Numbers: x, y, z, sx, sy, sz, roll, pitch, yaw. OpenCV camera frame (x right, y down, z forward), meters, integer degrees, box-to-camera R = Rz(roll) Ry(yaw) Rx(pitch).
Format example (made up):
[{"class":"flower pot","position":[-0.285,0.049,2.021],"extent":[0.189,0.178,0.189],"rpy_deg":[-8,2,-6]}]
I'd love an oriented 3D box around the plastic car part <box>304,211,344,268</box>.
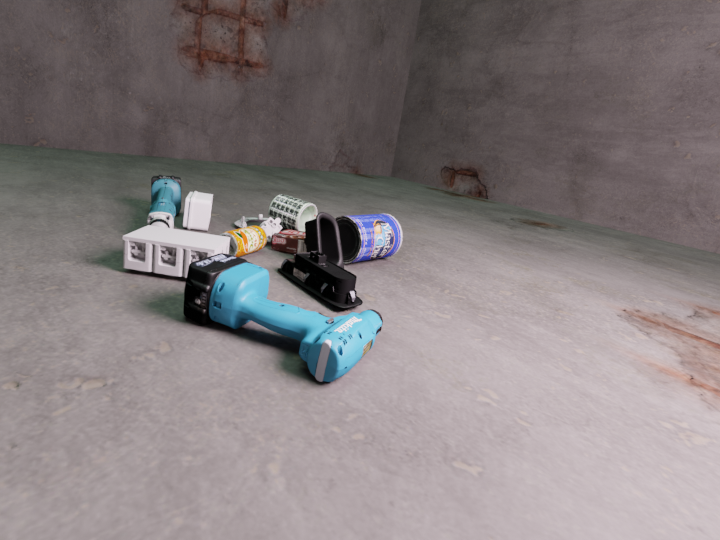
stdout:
[{"class":"plastic car part","position":[-0.083,-0.054,0.848],"extent":[0.063,0.117,0.074],"rpy_deg":[-7,-3,-45]}]

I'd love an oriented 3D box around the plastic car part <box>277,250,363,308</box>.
[{"class":"plastic car part","position":[-0.065,0.008,0.726],"extent":[0.063,0.066,0.215],"rpy_deg":[5,18,-38]}]

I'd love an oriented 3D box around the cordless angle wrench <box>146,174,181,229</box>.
[{"class":"cordless angle wrench","position":[-0.451,-0.134,0.964],"extent":[0.072,0.096,0.443],"rpy_deg":[-1,22,-22]}]

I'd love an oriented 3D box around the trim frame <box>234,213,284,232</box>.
[{"class":"trim frame","position":[-0.211,-0.121,1.128],"extent":[0.239,0.027,0.193],"rpy_deg":[2,19,-25]}]

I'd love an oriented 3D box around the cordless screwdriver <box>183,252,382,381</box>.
[{"class":"cordless screwdriver","position":[-0.098,0.049,0.556],"extent":[0.259,0.073,0.154],"rpy_deg":[20,19,22]}]
